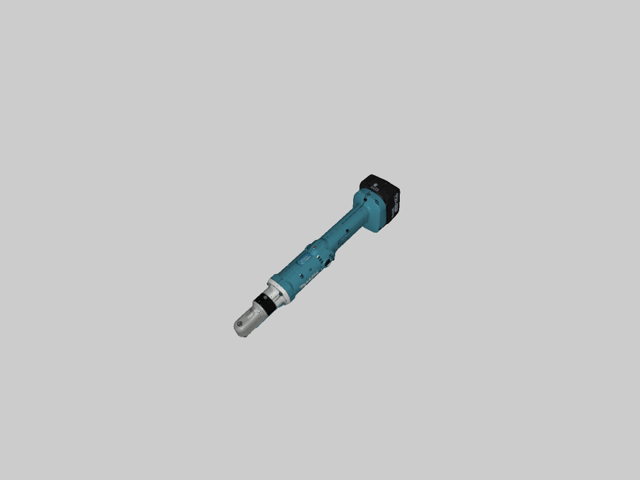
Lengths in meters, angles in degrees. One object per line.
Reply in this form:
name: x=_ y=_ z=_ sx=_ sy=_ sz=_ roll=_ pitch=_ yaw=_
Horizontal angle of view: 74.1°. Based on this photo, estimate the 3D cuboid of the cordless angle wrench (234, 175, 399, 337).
cordless angle wrench: x=-0.004 y=0.031 z=0.824 sx=0.074 sy=0.422 sz=0.098 roll=34 pitch=-26 yaw=29
